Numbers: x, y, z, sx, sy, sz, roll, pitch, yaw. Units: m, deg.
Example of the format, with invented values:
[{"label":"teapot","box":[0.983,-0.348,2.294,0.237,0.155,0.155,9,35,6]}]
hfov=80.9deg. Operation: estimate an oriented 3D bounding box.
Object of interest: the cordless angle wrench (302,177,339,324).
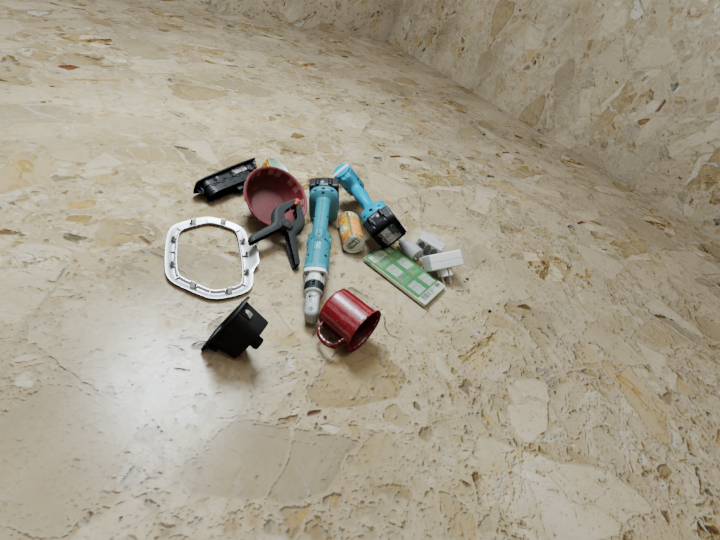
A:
[{"label":"cordless angle wrench","box":[-0.091,-0.060,0.934,0.075,0.095,0.435,1,43,0]}]

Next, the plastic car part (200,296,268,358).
[{"label":"plastic car part","box":[-0.193,0.101,0.681,0.069,0.118,0.066,44,35,-13]}]

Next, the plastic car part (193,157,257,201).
[{"label":"plastic car part","box":[-0.329,-0.220,1.054,0.067,0.068,0.198,55,41,-1]}]

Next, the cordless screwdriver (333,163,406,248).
[{"label":"cordless screwdriver","box":[0.026,-0.161,1.095,0.150,0.075,0.262,41,13,-52]}]

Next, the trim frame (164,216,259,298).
[{"label":"trim frame","box":[-0.301,-0.037,0.862,0.178,0.027,0.260,3,39,-23]}]
